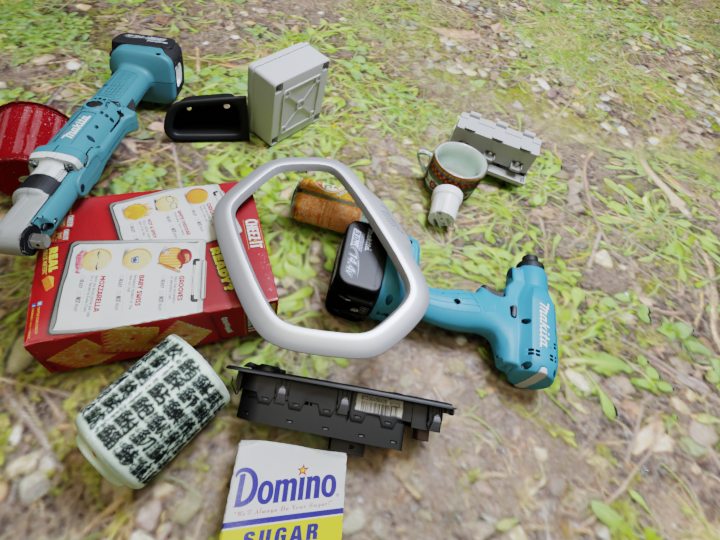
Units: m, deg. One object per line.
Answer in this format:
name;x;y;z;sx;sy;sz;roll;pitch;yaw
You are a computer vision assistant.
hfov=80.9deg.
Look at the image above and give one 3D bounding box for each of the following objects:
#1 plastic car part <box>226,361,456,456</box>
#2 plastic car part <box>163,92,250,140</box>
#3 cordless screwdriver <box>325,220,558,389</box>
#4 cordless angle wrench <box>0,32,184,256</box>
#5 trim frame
plastic car part;-0.026;0.126;0.385;0.203;0.066;0.067;15;80;0
plastic car part;-0.221;-0.228;0.610;0.115;0.064;0.074;-4;41;-8
cordless screwdriver;0.094;0.014;0.470;0.249;0.073;0.161;19;55;1
cordless angle wrench;-0.303;-0.171;0.496;0.097;0.073;0.437;4;44;-9
trim frame;-0.041;-0.027;0.415;0.181;0.027;0.260;-21;57;-17
